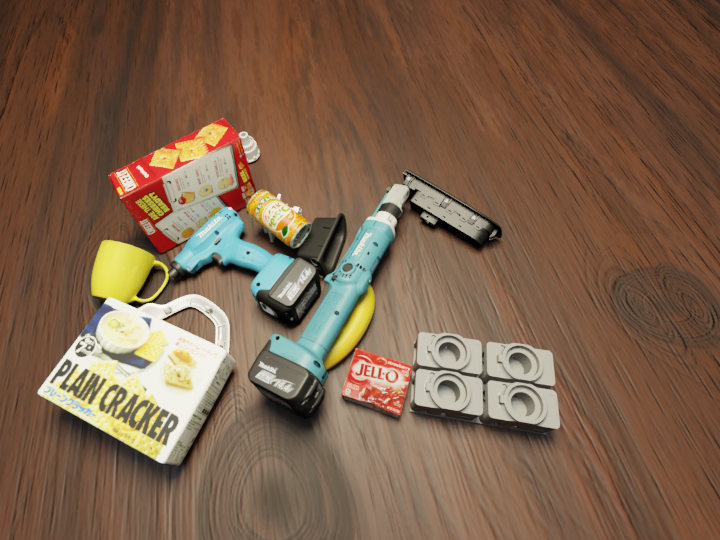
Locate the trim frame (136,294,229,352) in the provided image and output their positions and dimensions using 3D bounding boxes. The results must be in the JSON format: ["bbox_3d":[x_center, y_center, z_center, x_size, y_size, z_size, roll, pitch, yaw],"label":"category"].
[{"bbox_3d":[-0.322,0.138,0.666,0.246,0.026,0.192,-33,62,-13],"label":"trim frame"}]

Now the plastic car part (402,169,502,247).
[{"bbox_3d":[0.154,-0.105,0.757,0.211,0.064,0.067,32,76,19],"label":"plastic car part"}]

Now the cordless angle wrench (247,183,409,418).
[{"bbox_3d":[-0.016,0.012,0.663,0.103,0.071,0.423,14,58,29],"label":"cordless angle wrench"}]

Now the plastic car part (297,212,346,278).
[{"bbox_3d":[-0.073,-0.048,0.743,0.073,0.063,0.118,5,57,20],"label":"plastic car part"}]

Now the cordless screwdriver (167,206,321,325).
[{"bbox_3d":[-0.198,0.003,0.711,0.260,0.071,0.158,31,67,23],"label":"cordless screwdriver"}]
